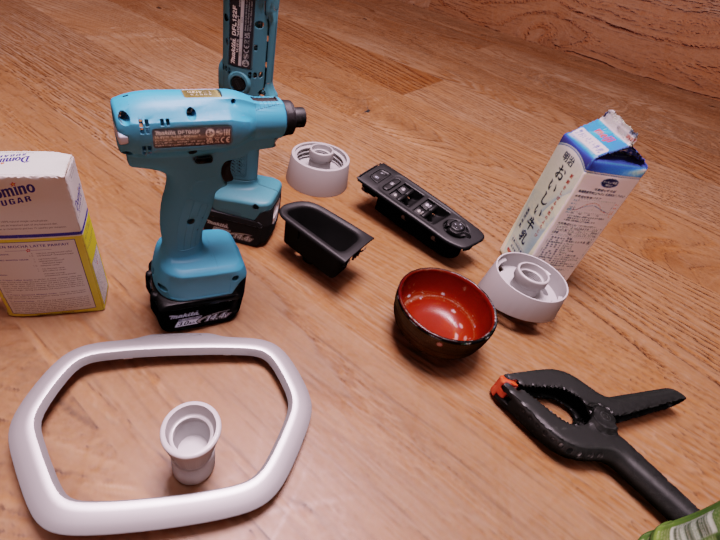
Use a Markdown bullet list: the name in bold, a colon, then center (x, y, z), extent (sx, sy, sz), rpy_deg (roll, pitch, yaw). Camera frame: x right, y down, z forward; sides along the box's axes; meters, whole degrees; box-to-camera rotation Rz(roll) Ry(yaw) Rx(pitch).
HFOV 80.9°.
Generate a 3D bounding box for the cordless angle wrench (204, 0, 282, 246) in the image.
- **cordless angle wrench**: center (-0.125, -0.214, 0.472), extent (0.098, 0.415, 0.075), rpy_deg (16, 40, 0)

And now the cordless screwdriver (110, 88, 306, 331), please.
- **cordless screwdriver**: center (-0.141, -0.054, 0.417), extent (0.154, 0.244, 0.078), rpy_deg (-11, 47, -28)

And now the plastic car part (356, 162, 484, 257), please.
- **plastic car part**: center (0.083, -0.084, 0.638), extent (0.213, 0.066, 0.064), rpy_deg (37, 45, 26)

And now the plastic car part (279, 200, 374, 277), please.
- **plastic car part**: center (-0.054, -0.035, 0.548), extent (0.121, 0.069, 0.065), rpy_deg (32, 44, 21)

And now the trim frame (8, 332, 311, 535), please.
- **trim frame**: center (-0.165, 0.124, 0.374), extent (0.243, 0.027, 0.192), rpy_deg (-2, 42, -15)
